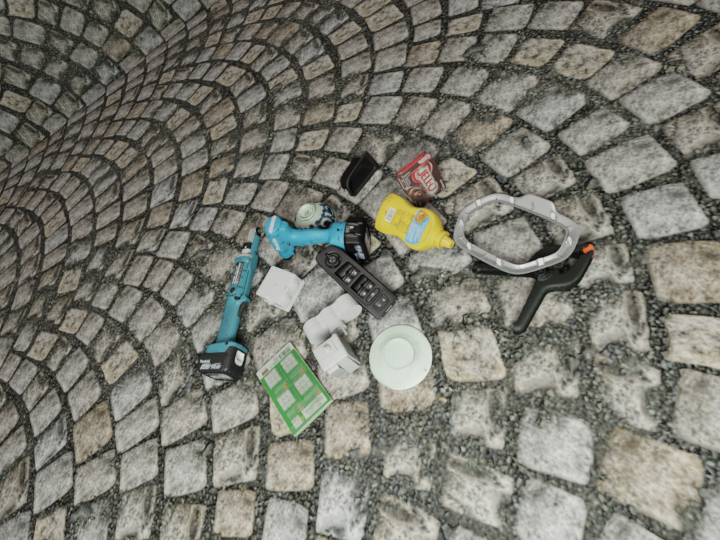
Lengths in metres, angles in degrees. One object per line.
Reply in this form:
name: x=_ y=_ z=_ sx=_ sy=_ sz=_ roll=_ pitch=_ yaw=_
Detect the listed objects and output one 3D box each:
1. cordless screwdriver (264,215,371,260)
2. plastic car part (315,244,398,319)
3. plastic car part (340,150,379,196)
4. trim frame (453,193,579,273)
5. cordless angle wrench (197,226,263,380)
cordless screwdriver: x=-0.101 y=-0.066 z=1.037 sx=0.255 sy=0.153 sz=0.076 roll=4 pitch=60 yaw=13
plastic car part: x=-0.011 y=0.020 z=0.947 sx=0.209 sy=0.065 sz=0.066 roll=41 pitch=92 yaw=14
plastic car part: x=-0.016 y=-0.261 z=1.142 sx=0.116 sy=0.062 sz=0.075 roll=-52 pitch=38 yaw=-5
trim frame: x=0.305 y=-0.085 z=0.858 sx=0.183 sy=0.026 sz=0.263 roll=-41 pitch=42 yaw=-9
cordless angle wrench: x=-0.317 y=0.064 z=1.100 sx=0.101 sy=0.070 sz=0.433 roll=-10 pitch=56 yaw=22
